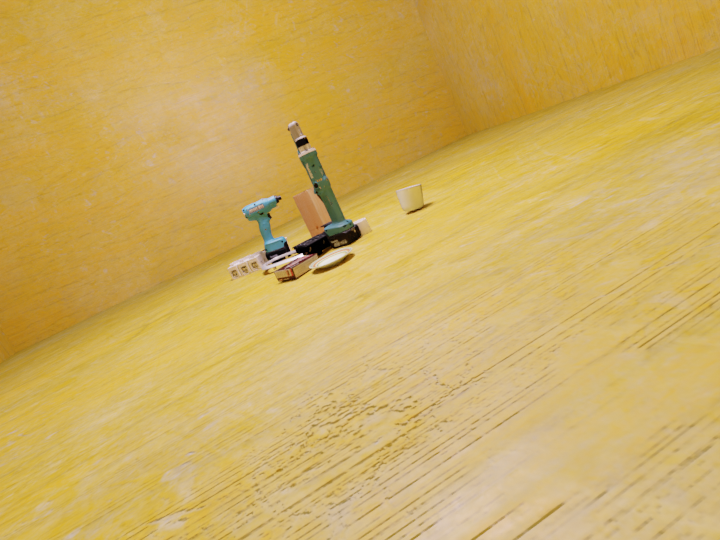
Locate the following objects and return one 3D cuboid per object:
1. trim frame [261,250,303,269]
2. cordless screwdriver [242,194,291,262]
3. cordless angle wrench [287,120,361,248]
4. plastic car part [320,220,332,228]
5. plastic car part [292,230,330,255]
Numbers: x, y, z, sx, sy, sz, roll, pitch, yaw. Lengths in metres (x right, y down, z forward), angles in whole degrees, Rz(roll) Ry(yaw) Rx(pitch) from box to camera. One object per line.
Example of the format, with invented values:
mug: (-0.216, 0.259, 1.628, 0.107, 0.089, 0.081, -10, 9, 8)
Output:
trim frame: (-0.251, -0.049, 1.533, 0.254, 0.027, 0.183, -20, 15, 20)
cordless screwdriver: (-0.341, -0.164, 1.658, 0.159, 0.245, 0.076, -25, 9, -4)
cordless angle wrench: (-0.128, -0.278, 1.357, 0.102, 0.417, 0.073, -16, 12, 41)
plastic car part: (-0.091, -0.148, 1.538, 0.065, 0.070, 0.120, -28, 13, -15)
plastic car part: (-0.138, -0.090, 1.414, 0.069, 0.066, 0.199, -16, 16, 35)
